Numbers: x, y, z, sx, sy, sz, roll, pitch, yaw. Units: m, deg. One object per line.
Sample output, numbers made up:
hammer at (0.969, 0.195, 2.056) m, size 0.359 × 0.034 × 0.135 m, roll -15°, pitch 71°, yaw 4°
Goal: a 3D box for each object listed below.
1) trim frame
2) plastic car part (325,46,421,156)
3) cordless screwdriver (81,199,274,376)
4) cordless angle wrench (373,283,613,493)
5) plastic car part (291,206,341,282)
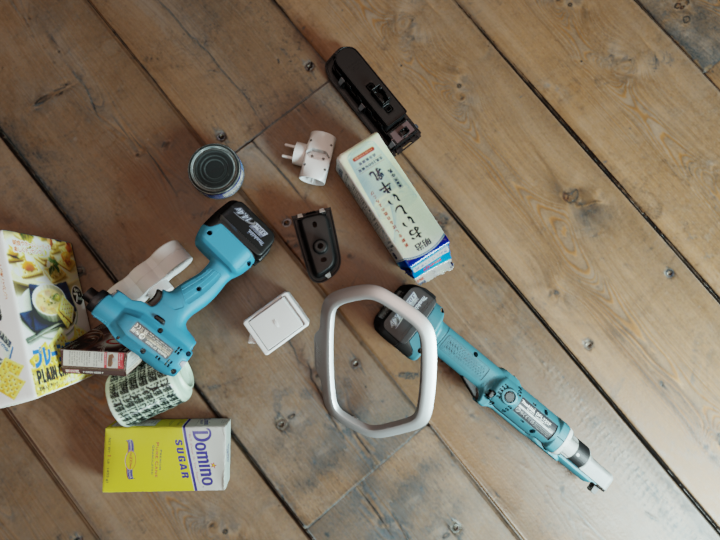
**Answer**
trim frame at (0.015, 0.135, 0.612) m, size 0.190 × 0.027 × 0.243 m, roll 5°, pitch 109°, yaw 20°
plastic car part at (0.016, -0.284, 0.687) m, size 0.066 × 0.066 × 0.205 m, roll -39°, pitch 84°, yaw 2°
cordless screwdriver at (-0.247, 0.002, 0.599) m, size 0.156 × 0.076 × 0.248 m, roll 39°, pitch 67°, yaw -10°
cordless angle wrench at (0.210, 0.184, 0.638) m, size 0.423 × 0.074 × 0.098 m, roll 40°, pitch 85°, yaw 0°
plastic car part at (-0.064, -0.042, 0.654) m, size 0.066 × 0.070 × 0.118 m, roll -14°, pitch 83°, yaw -3°
